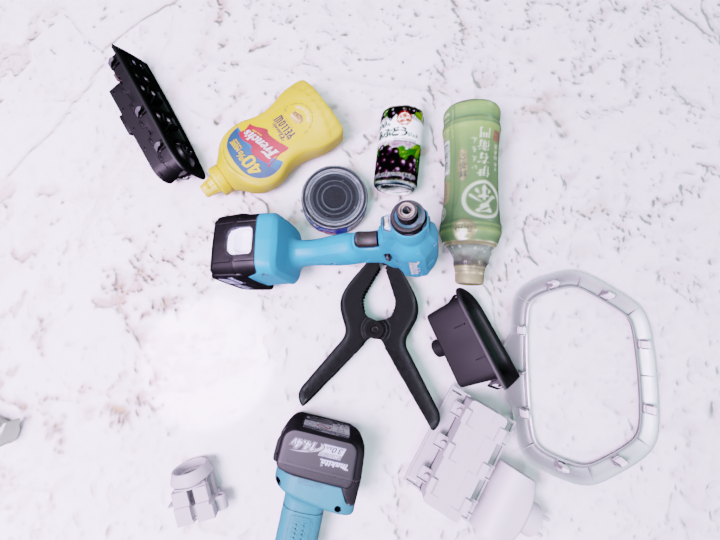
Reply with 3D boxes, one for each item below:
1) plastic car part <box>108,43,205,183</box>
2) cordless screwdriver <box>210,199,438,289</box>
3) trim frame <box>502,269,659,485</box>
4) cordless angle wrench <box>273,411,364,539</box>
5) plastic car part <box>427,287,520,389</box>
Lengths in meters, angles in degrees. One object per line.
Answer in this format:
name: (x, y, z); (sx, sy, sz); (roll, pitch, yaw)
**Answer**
plastic car part: (-0.278, -0.196, 0.560); (0.067, 0.065, 0.206); (-36, 82, 5)
cordless screwdriver: (-0.045, -0.029, 0.457); (0.255, 0.153, 0.075); (-2, 75, 14)
trim frame: (0.260, 0.123, 0.503); (0.185, 0.027, 0.250); (2, 83, 4)
cordless angle wrench: (-0.084, 0.382, 0.456); (0.099, 0.073, 0.424); (12, 84, 2)
plastic car part: (0.121, 0.087, 0.497); (0.072, 0.063, 0.120); (-37, 69, 26)
